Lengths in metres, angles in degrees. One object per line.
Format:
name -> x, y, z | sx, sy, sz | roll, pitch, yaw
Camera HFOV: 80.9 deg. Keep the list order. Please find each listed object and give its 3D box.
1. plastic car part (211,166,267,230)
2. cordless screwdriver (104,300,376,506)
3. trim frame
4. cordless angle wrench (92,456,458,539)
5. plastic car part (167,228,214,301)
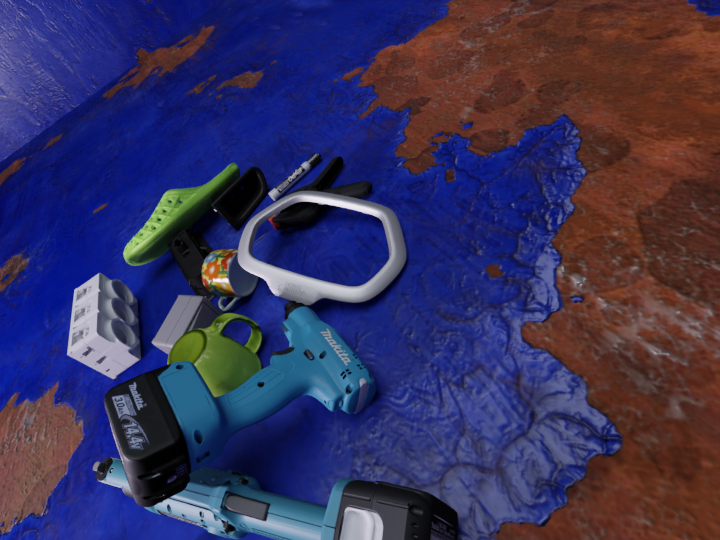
plastic car part -> -0.232, -0.139, 0.796 | 0.074, 0.063, 0.116 | 2, 51, 49
cordless screwdriver -> -0.124, 0.111, 0.439 | 0.241, 0.072, 0.168 | -16, 40, -30
trim frame -> -0.058, -0.038, 0.592 | 0.258, 0.026, 0.185 | 15, 58, 22
cordless angle wrench -> -0.128, 0.227, 0.413 | 0.440, 0.093, 0.075 | -7, 50, 31
plastic car part -> -0.287, -0.021, 0.728 | 0.066, 0.064, 0.215 | -38, 46, -13
